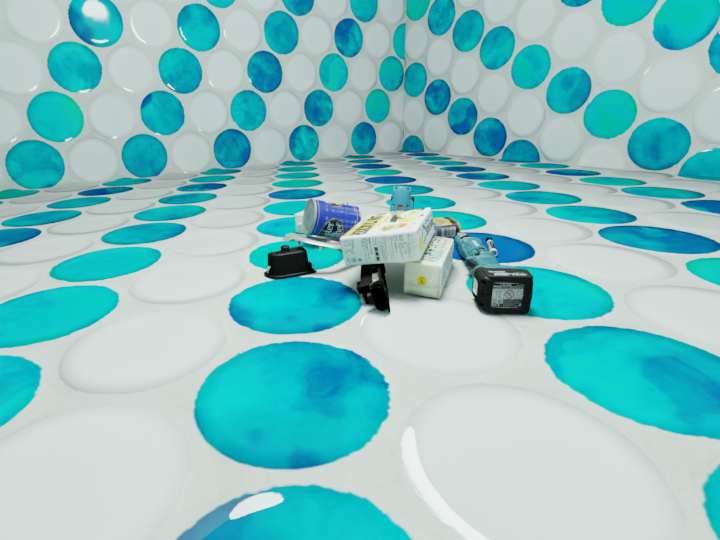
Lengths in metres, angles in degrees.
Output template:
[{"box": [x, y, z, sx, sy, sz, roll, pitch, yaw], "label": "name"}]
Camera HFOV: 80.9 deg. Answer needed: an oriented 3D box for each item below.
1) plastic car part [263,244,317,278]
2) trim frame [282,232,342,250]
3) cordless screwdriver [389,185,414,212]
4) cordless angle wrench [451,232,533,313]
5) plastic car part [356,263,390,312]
[{"box": [-0.169, -0.025, 0.995, 0.113, 0.070, 0.069, -8, 18, -25], "label": "plastic car part"}, {"box": [-0.106, -0.070, 1.088, 0.178, 0.027, 0.258, 10, 7, -21], "label": "trim frame"}, {"box": [0.121, -0.165, 1.282, 0.075, 0.158, 0.246, 5, 5, 6], "label": "cordless screwdriver"}, {"box": [0.271, -0.024, 0.959, 0.099, 0.073, 0.427, 0, 19, 2], "label": "cordless angle wrench"}, {"box": [0.027, 0.023, 0.877, 0.068, 0.065, 0.205, -23, 18, 13], "label": "plastic car part"}]
